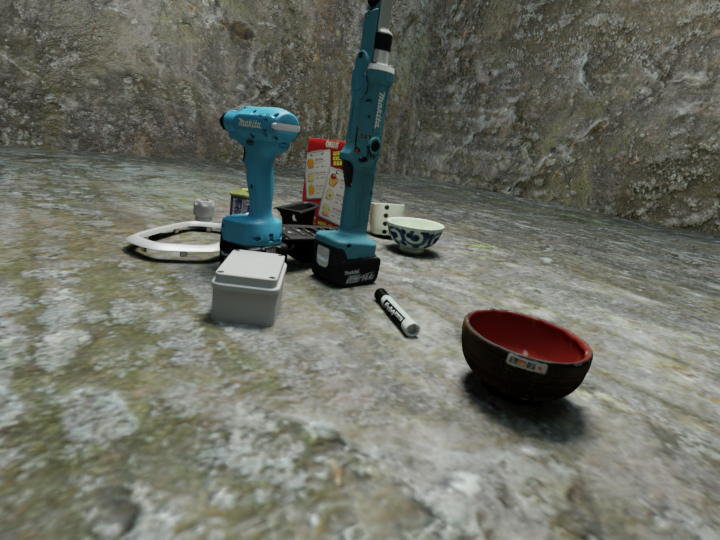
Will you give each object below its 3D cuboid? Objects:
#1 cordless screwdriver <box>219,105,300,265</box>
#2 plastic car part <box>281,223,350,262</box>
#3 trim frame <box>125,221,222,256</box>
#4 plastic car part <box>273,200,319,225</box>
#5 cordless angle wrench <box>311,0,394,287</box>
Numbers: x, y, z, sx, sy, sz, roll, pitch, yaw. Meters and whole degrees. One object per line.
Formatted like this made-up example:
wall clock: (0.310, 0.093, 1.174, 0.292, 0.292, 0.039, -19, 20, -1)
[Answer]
cordless screwdriver: (-0.174, -0.125, 0.654, 0.168, 0.246, 0.071, 21, 19, 39)
plastic car part: (-0.074, -0.048, 0.754, 0.070, 0.066, 0.194, 21, 22, 40)
trim frame: (-0.303, -0.060, 0.767, 0.188, 0.027, 0.247, 10, 17, 8)
plastic car part: (-0.134, -0.111, 0.930, 0.069, 0.070, 0.113, 14, 17, 22)
cordless angle wrench: (0.002, -0.186, 0.631, 0.093, 0.418, 0.079, -4, 19, -40)
